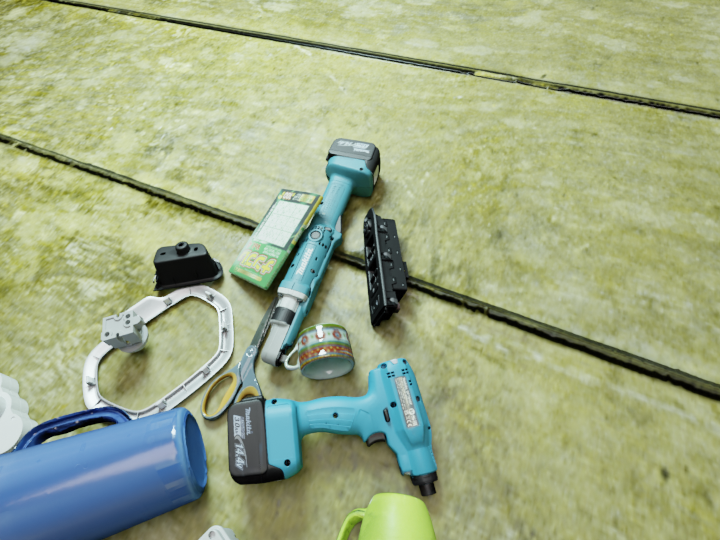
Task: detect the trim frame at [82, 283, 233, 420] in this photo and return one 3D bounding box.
[{"bbox_3d":[-0.308,0.120,0.649,0.246,0.026,0.193,-39,60,-15],"label":"trim frame"}]

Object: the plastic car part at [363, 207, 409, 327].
[{"bbox_3d":[0.039,-0.016,0.673,0.066,0.065,0.210,-4,56,-9],"label":"plastic car part"}]

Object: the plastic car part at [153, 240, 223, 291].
[{"bbox_3d":[-0.295,-0.016,0.705,0.117,0.068,0.068,-10,45,2],"label":"plastic car part"}]

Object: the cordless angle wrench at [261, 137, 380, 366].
[{"bbox_3d":[-0.069,-0.045,0.701,0.101,0.071,0.427,12,61,14],"label":"cordless angle wrench"}]

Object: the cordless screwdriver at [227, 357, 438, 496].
[{"bbox_3d":[-0.034,0.214,0.525,0.247,0.072,0.164,-12,66,-6],"label":"cordless screwdriver"}]
